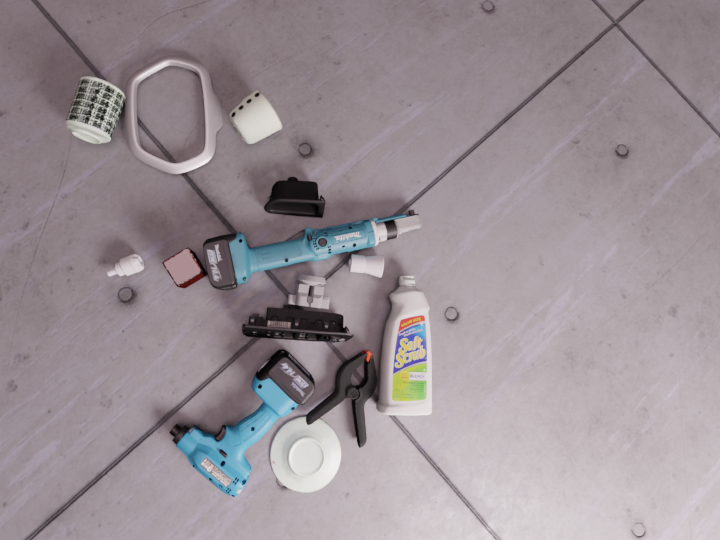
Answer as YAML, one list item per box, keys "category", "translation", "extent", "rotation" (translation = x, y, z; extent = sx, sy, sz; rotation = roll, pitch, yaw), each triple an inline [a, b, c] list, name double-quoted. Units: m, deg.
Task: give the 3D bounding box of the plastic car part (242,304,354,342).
- category: "plastic car part"
  translation: [-0.114, 0.101, 0.789]
  extent: [0.201, 0.065, 0.069]
  rotation: [9, 56, -4]

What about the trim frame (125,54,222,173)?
- category: "trim frame"
  translation: [-0.368, -0.310, 0.836]
  extent: [0.182, 0.027, 0.251]
  rotation: [-6, 80, -7]

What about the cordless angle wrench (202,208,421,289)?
- category: "cordless angle wrench"
  translation: [-0.079, -0.052, 0.809]
  extent: [0.417, 0.075, 0.099]
  rotation: [-13, 85, -11]

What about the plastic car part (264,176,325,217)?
- category: "plastic car part"
  translation: [-0.127, -0.148, 0.826]
  extent: [0.116, 0.065, 0.072]
  rotation: [6, 67, -4]

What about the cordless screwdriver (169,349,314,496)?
- category: "cordless screwdriver"
  translation: [-0.205, 0.248, 0.747]
  extent: [0.159, 0.074, 0.248]
  rotation: [39, 83, -1]
